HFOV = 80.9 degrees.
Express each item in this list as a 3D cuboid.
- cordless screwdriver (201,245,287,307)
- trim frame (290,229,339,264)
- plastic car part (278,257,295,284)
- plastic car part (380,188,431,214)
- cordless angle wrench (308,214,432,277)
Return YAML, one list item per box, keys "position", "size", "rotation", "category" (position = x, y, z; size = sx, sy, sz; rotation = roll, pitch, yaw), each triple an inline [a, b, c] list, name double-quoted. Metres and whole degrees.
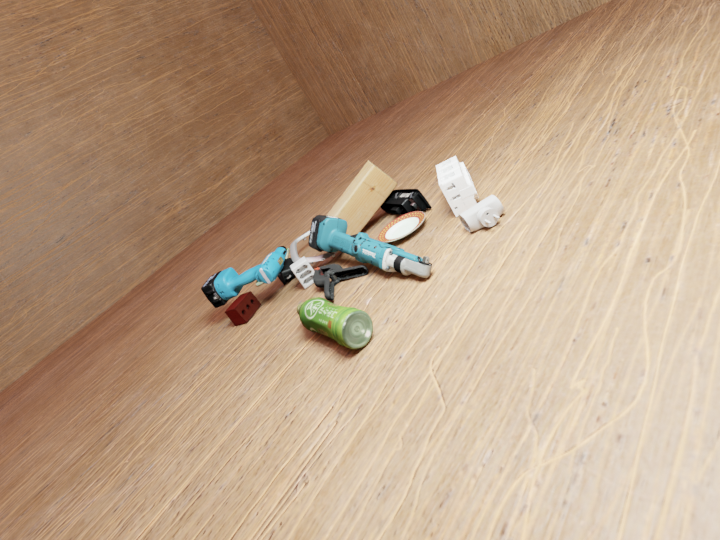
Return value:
- position: [-0.322, 0.009, 1.204]
  size: [0.255, 0.072, 0.160]
  rotation: [-21, 24, 23]
  category: "cordless screwdriver"
- position: [-0.124, -0.081, 1.266]
  size: [0.184, 0.026, 0.257]
  rotation: [-24, 26, -1]
  category: "trim frame"
- position: [-0.210, -0.004, 1.237]
  size: [0.070, 0.064, 0.122]
  rotation: [-24, 22, -18]
  category: "plastic car part"
- position: [0.109, -0.182, 1.157]
  size: [0.067, 0.064, 0.211]
  rotation: [-51, 24, -3]
  category: "plastic car part"
- position: [0.010, -0.051, 0.979]
  size: [0.071, 0.097, 0.446]
  rotation: [4, 12, -34]
  category: "cordless angle wrench"
